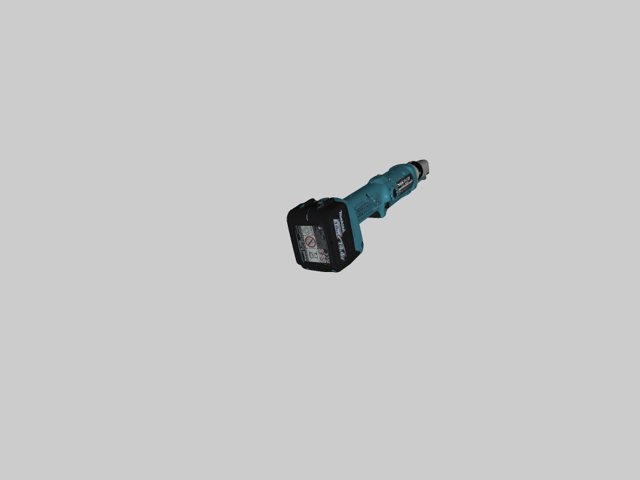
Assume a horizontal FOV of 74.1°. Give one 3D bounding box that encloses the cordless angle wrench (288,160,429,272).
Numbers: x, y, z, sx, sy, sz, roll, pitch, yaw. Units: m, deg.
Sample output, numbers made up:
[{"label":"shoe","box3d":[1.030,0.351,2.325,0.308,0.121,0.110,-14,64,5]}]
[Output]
[{"label":"cordless angle wrench","box3d":[0.102,-0.076,0.718,0.074,0.098,0.421,2,24,35]}]
